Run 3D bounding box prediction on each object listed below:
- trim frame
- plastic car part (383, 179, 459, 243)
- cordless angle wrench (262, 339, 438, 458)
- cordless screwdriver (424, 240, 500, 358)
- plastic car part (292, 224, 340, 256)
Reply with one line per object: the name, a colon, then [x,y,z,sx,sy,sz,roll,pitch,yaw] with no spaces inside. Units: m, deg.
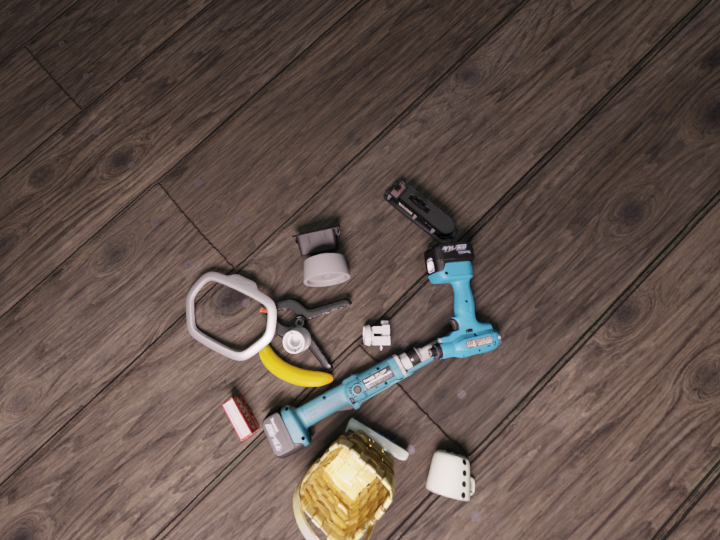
trim frame: [-0.309,0.102,0.999,0.258,0.026,0.184,21,88,19]
plastic car part: [0.153,-0.144,1.012,0.207,0.066,0.066,43,76,11]
cordless angle wrench: [-0.008,0.261,0.925,0.421,0.073,0.100,-28,77,-4]
cordless screwdriver: [0.198,0.065,0.933,0.156,0.074,0.253,-10,78,-14]
plastic car part: [-0.100,-0.065,1.022,0.117,0.065,0.071,-15,91,5]
